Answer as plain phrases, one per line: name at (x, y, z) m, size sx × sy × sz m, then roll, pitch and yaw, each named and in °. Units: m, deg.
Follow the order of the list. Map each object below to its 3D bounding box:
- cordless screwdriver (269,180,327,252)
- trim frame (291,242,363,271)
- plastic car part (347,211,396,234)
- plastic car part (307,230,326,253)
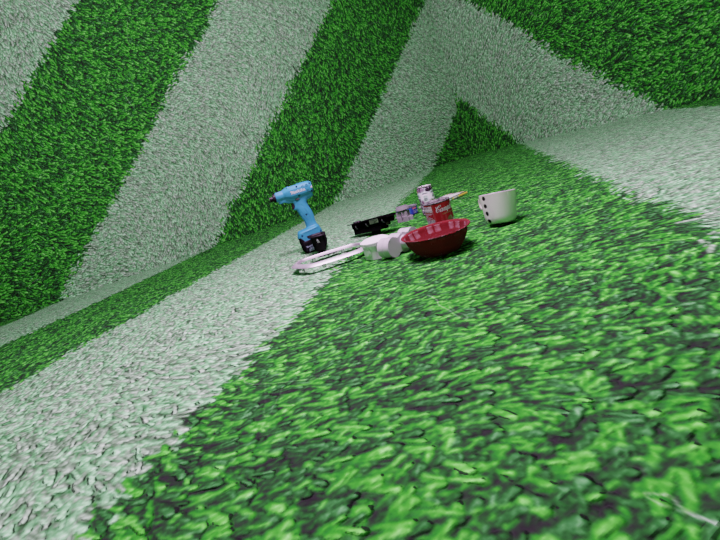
cordless screwdriver at (-0.221, -0.184, 1.525) m, size 0.158 × 0.245 × 0.076 m, roll -18°, pitch 9°, yaw -4°
trim frame at (-0.086, -0.041, 1.260) m, size 0.246 × 0.027 × 0.189 m, roll -20°, pitch 14°, yaw -8°
plastic car part at (0.038, -0.159, 1.477) m, size 0.064 × 0.066 × 0.212 m, roll -27°, pitch 16°, yaw -38°
plastic car part at (-0.140, -0.092, 1.432) m, size 0.066 × 0.070 × 0.119 m, roll -18°, pitch 13°, yaw -5°
